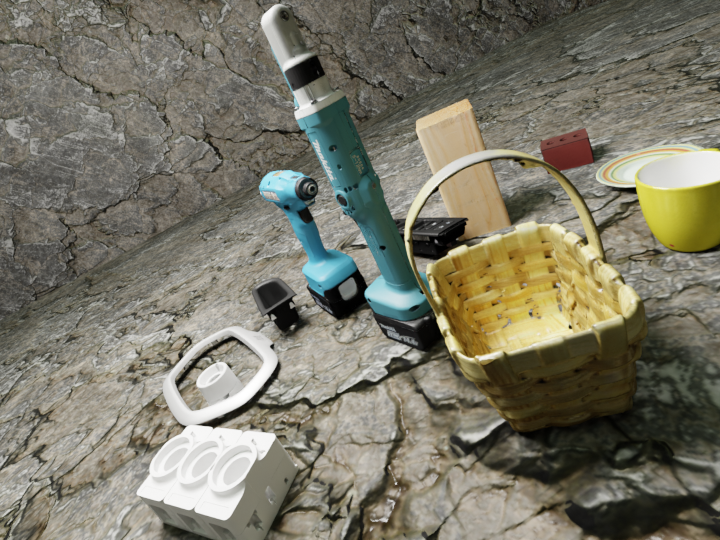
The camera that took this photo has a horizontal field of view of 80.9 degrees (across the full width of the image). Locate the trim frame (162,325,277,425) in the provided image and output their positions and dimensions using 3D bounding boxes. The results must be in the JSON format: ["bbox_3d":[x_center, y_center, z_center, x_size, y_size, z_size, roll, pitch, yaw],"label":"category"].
[{"bbox_3d":[-0.229,0.161,0.688,0.181,0.026,0.261,-39,27,-24],"label":"trim frame"}]

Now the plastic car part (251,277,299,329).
[{"bbox_3d":[-0.143,0.063,0.741,0.065,0.068,0.122,-32,24,-13],"label":"plastic car part"}]

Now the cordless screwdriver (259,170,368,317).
[{"bbox_3d":[-0.064,-0.042,0.659,0.073,0.240,0.167,-34,23,-19],"label":"cordless screwdriver"}]

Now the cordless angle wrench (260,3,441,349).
[{"bbox_3d":[-0.004,-0.094,0.499,0.073,0.409,0.103,-37,23,-27],"label":"cordless angle wrench"}]

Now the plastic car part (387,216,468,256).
[{"bbox_3d":[0.100,-0.061,0.741,0.065,0.065,0.213,-36,26,-21],"label":"plastic car part"}]
